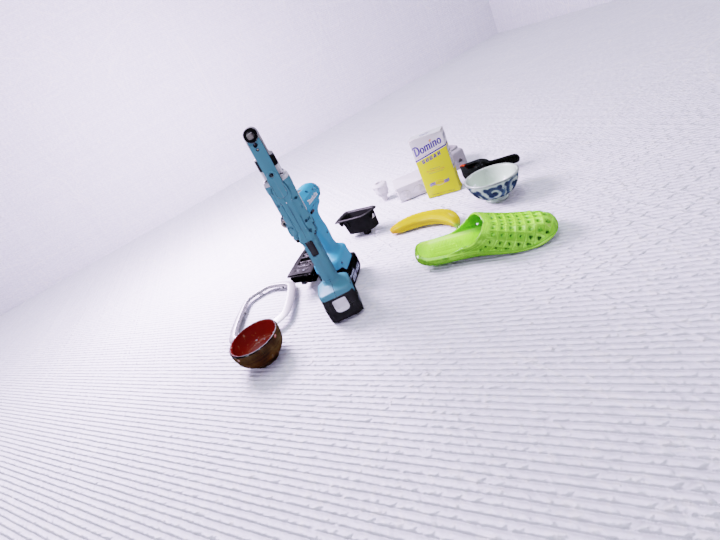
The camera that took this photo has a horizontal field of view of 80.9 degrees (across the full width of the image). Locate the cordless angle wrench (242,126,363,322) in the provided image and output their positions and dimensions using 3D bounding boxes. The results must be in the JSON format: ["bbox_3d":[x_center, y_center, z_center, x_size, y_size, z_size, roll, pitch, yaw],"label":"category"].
[{"bbox_3d":[-0.115,-0.086,0.828,0.075,0.408,0.101,-26,23,3],"label":"cordless angle wrench"}]

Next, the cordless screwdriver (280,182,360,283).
[{"bbox_3d":[-0.093,-0.061,0.948,0.077,0.240,0.160,-15,27,27],"label":"cordless screwdriver"}]

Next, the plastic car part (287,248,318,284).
[{"bbox_3d":[-0.124,-0.020,1.101,0.068,0.064,0.206,-18,28,19],"label":"plastic car part"}]

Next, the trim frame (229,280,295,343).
[{"bbox_3d":[-0.243,0.100,1.047,0.186,0.026,0.255,-24,27,9],"label":"trim frame"}]

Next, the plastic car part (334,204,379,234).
[{"bbox_3d":[0.000,-0.133,1.175,0.122,0.068,0.065,-5,33,39],"label":"plastic car part"}]
